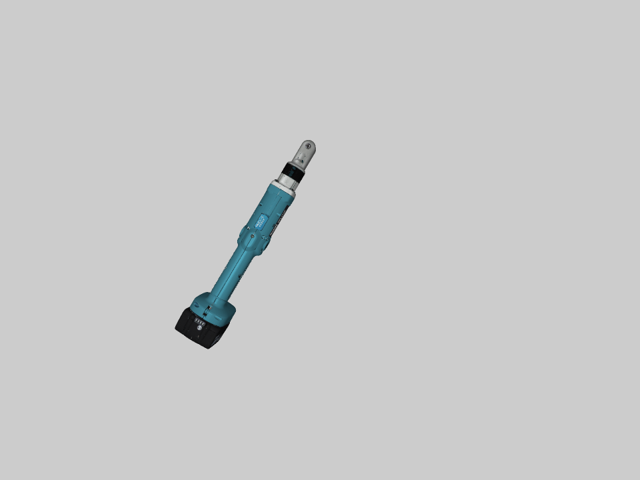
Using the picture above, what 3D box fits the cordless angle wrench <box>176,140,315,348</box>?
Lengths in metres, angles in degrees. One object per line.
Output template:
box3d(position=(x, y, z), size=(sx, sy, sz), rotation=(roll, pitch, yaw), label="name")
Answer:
box3d(position=(-0.123, -0.002, 0.792), size=(0.074, 0.423, 0.098), rotation=(31, 0, 2), label="cordless angle wrench")
